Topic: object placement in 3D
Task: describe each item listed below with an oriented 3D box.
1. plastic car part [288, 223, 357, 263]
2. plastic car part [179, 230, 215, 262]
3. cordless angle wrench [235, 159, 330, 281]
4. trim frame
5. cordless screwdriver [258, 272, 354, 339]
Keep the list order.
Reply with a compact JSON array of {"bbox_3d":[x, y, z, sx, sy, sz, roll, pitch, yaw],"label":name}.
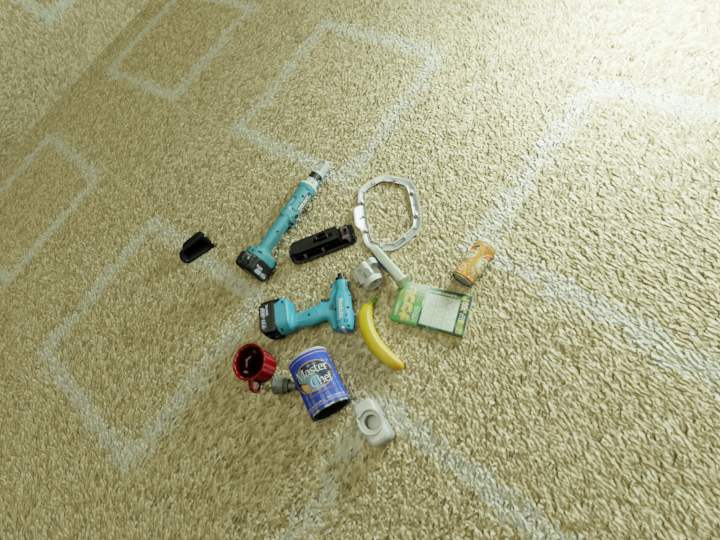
[{"bbox_3d":[-0.117,-0.077,1.200,0.206,0.064,0.068,-22,68,14],"label":"plastic car part"},{"bbox_3d":[-0.541,-0.085,1.375,0.117,0.062,0.074,-31,45,9],"label":"plastic car part"},{"bbox_3d":[-0.211,-0.166,1.264,0.078,0.093,0.423,23,73,30],"label":"cordless angle wrench"},{"bbox_3d":[0.072,-0.168,1.184,0.188,0.026,0.255,-13,64,17],"label":"trim frame"},{"bbox_3d":[-0.143,0.096,1.120,0.254,0.071,0.164,-10,63,13],"label":"cordless screwdriver"}]
